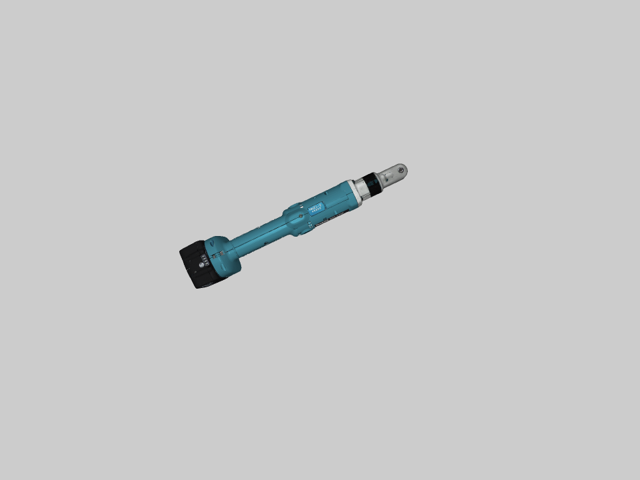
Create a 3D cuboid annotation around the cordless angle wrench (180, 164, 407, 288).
[{"bbox_3d":[-0.037,-0.037,0.757,0.423,0.074,0.098,-25,-4,0],"label":"cordless angle wrench"}]
